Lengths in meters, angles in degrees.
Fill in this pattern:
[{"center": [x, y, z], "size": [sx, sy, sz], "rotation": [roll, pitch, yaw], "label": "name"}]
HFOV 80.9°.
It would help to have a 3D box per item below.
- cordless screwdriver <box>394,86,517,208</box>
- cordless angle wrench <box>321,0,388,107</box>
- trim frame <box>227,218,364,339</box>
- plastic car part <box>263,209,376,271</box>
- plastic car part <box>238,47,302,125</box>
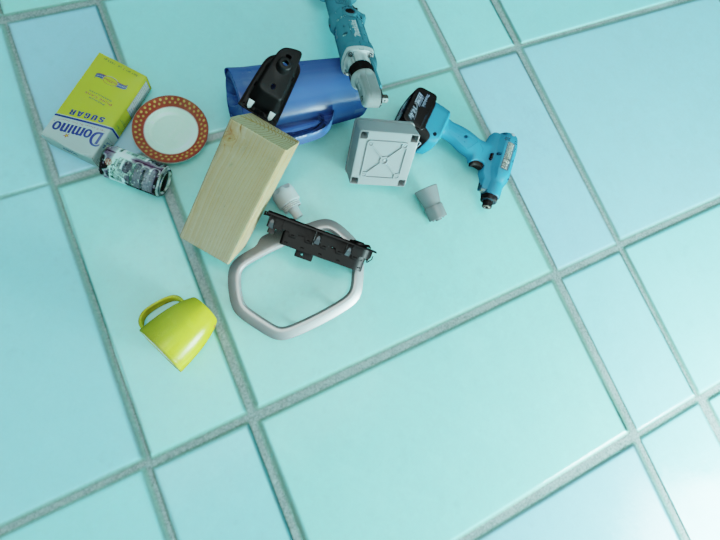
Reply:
[{"center": [0.178, -0.231, 0.812], "size": [0.245, 0.075, 0.160], "rotation": [23, 75, -9], "label": "cordless screwdriver"}, {"center": [-0.022, -0.429, 0.740], "size": [0.096, 0.073, 0.438], "rotation": [-3, 57, -13], "label": "cordless angle wrench"}, {"center": [-0.106, 0.009, 0.731], "size": [0.245, 0.027, 0.186], "rotation": [-27, 85, -13], "label": "trim frame"}, {"center": [-0.069, -0.045, 0.708], "size": [0.200, 0.067, 0.067], "rotation": [16, 86, -7], "label": "plastic car part"}, {"center": [-0.126, -0.292, 0.640], "size": [0.064, 0.073, 0.117], "rotation": [28, 80, -20], "label": "plastic car part"}]
